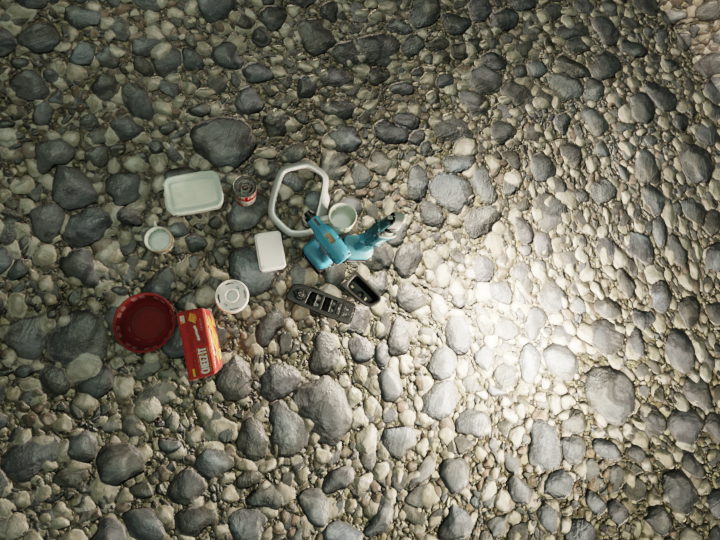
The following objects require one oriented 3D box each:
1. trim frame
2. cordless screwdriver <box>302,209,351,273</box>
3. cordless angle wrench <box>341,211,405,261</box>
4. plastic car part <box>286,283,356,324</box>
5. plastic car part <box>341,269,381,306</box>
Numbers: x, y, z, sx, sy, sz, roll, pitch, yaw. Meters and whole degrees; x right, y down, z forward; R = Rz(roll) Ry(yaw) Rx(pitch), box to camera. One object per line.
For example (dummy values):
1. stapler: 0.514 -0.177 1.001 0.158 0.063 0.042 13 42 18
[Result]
1. trim frame: -0.188 -0.223 1.316 0.182 0.027 0.251 12 77 -7
2. cordless screwdriver: -0.116 -0.076 1.184 0.073 0.251 0.159 -38 91 -16
3. cordless angle wrench: 0.035 -0.089 1.121 0.096 0.427 0.075 2 82 -14
4. plastic car part: -0.119 0.095 1.243 0.201 0.067 0.067 22 77 -5
5. plastic car part: 0.000 0.065 1.267 0.116 0.071 0.065 43 75 -1
